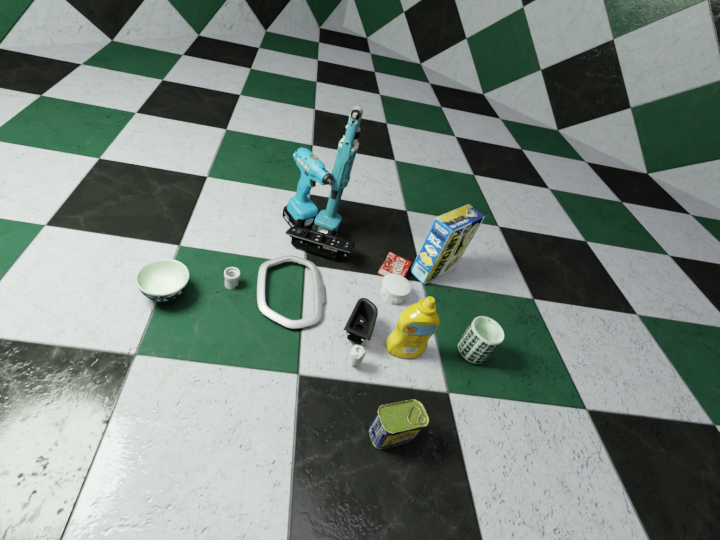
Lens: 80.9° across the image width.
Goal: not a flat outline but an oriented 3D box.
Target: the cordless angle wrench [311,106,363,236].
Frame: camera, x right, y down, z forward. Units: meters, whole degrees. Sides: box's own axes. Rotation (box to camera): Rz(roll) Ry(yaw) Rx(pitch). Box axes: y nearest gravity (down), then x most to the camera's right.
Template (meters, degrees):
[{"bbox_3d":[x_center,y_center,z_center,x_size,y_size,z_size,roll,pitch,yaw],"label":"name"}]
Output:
[{"bbox_3d":[-0.058,-0.260,1.192,0.075,0.416,0.098,23,41,3],"label":"cordless angle wrench"}]

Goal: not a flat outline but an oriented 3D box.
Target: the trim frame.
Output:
[{"bbox_3d":[-0.180,0.050,1.112,0.180,0.027,0.258,3,43,-13],"label":"trim frame"}]

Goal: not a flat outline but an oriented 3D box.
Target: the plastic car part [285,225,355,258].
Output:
[{"bbox_3d":[-0.121,-0.079,1.240,0.205,0.066,0.067,20,42,5],"label":"plastic car part"}]

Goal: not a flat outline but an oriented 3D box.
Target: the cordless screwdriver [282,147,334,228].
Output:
[{"bbox_3d":[-0.152,-0.220,1.250,0.072,0.245,0.167,-19,53,-35],"label":"cordless screwdriver"}]

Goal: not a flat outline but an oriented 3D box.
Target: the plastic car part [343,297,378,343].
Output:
[{"bbox_3d":[0.000,0.133,1.041,0.067,0.070,0.117,21,42,4],"label":"plastic car part"}]
